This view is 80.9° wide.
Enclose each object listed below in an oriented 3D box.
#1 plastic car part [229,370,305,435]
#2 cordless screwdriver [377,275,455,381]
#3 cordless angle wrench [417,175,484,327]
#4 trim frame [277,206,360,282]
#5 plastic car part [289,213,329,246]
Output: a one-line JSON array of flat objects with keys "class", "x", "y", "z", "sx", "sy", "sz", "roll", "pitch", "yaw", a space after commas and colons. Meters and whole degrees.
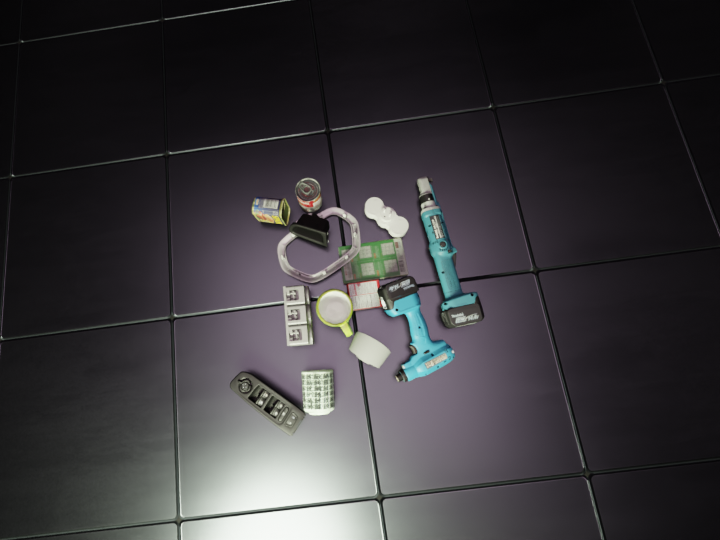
[{"class": "plastic car part", "x": -0.235, "y": 0.326, "z": 1.072, "sx": 0.206, "sy": 0.066, "sz": 0.066, "roll": 33, "pitch": 87, "yaw": 7}, {"class": "cordless screwdriver", "x": 0.117, "y": 0.148, "z": 1.077, "sx": 0.157, "sy": 0.074, "sz": 0.251, "roll": -25, "pitch": 85, "yaw": -10}, {"class": "cordless angle wrench", "x": 0.219, "y": -0.062, "z": 1.140, "sx": 0.098, "sy": 0.073, "sz": 0.432, "roll": -13, "pitch": 73, "yaw": -1}, {"class": "trim frame", "x": -0.115, "y": -0.075, "z": 1.179, "sx": 0.248, "sy": 0.026, "sz": 0.191, "roll": -35, "pitch": 69, "yaw": -3}, {"class": "plastic car part", "x": -0.132, "y": -0.123, "z": 1.162, "sx": 0.120, "sy": 0.064, "sz": 0.071, "roll": 22, "pitch": 60, "yaw": 17}]
